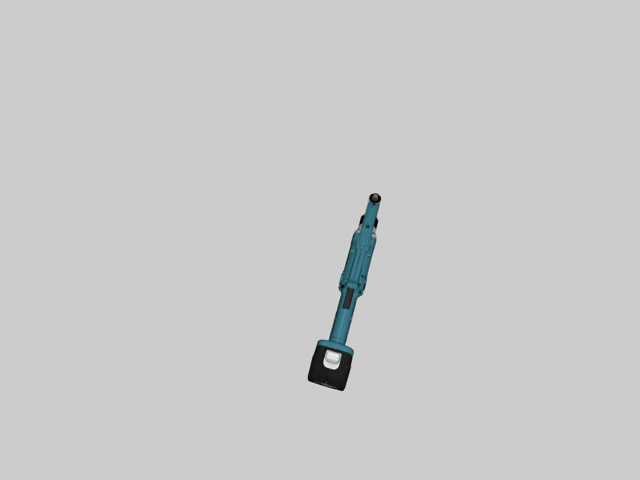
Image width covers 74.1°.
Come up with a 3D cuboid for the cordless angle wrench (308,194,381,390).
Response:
[{"bbox_3d":[0.067,0.088,0.882,0.074,0.421,0.098,15,-22,6],"label":"cordless angle wrench"}]
